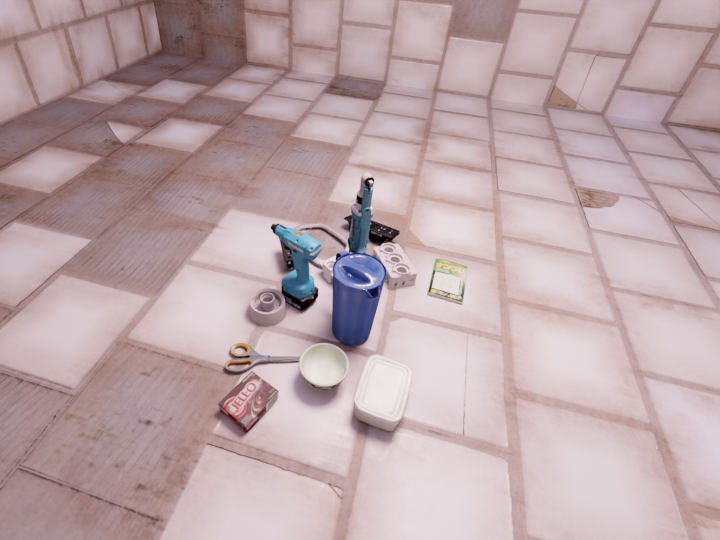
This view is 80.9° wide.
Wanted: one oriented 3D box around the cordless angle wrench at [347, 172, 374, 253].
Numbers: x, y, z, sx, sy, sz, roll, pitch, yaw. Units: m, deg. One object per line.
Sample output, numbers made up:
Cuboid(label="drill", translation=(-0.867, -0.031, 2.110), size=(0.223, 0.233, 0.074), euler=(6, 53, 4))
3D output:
Cuboid(label="cordless angle wrench", translation=(-0.006, -0.079, 1.157), size=(0.072, 0.412, 0.103), euler=(-9, 44, -20))

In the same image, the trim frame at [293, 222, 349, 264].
Cuboid(label="trim frame", translation=(-0.142, -0.093, 1.455), size=(0.179, 0.027, 0.262), euler=(-29, 51, -32))

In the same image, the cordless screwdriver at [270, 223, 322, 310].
Cuboid(label="cordless screwdriver", translation=(-0.189, -0.014, 1.198), size=(0.166, 0.242, 0.073), euler=(30, 45, 24))

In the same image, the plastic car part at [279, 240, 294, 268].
Cuboid(label="plastic car part", translation=(-0.225, -0.052, 1.370), size=(0.064, 0.069, 0.122), euler=(-9, 43, -17))

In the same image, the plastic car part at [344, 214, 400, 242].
Cuboid(label="plastic car part", translation=(0.035, -0.145, 1.498), size=(0.212, 0.065, 0.065), euler=(28, 45, 25))
